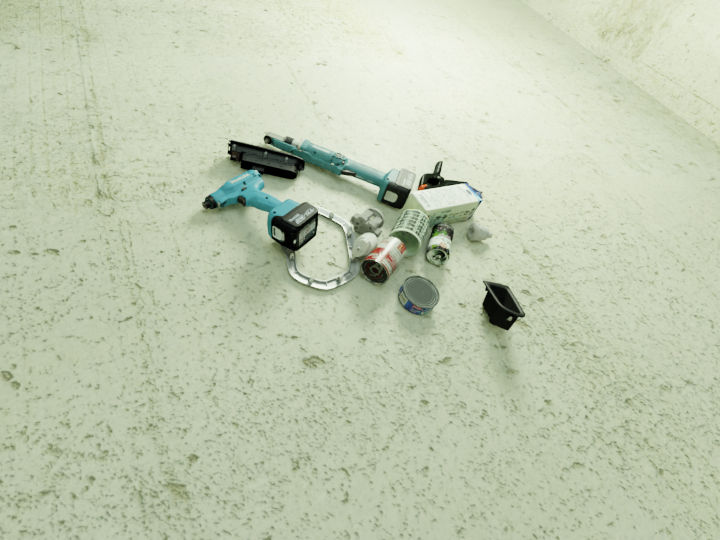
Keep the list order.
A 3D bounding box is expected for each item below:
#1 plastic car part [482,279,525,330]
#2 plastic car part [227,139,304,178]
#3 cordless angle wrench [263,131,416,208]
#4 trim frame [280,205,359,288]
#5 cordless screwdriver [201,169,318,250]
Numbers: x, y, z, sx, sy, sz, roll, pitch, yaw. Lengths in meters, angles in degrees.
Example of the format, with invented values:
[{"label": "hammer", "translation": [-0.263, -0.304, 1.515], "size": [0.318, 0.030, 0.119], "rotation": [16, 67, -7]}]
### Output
[{"label": "plastic car part", "translation": [0.308, 0.085, 0.940], "size": [0.065, 0.070, 0.120], "rotation": [12, 33, -10]}, {"label": "plastic car part", "translation": [-0.240, -0.278, 1.083], "size": [0.199, 0.066, 0.069], "rotation": [8, 60, -12]}, {"label": "cordless angle wrench", "translation": [-0.065, -0.290, 1.146], "size": [0.427, 0.073, 0.098], "rotation": [23, 48, 5]}, {"label": "trim frame", "translation": [-0.095, -0.062, 0.970], "size": [0.180, 0.027, 0.257], "rotation": [3, 52, -14]}, {"label": "cordless screwdriver", "translation": [-0.223, -0.133, 0.943], "size": [0.260, 0.072, 0.156], "rotation": [33, 51, 25]}]
